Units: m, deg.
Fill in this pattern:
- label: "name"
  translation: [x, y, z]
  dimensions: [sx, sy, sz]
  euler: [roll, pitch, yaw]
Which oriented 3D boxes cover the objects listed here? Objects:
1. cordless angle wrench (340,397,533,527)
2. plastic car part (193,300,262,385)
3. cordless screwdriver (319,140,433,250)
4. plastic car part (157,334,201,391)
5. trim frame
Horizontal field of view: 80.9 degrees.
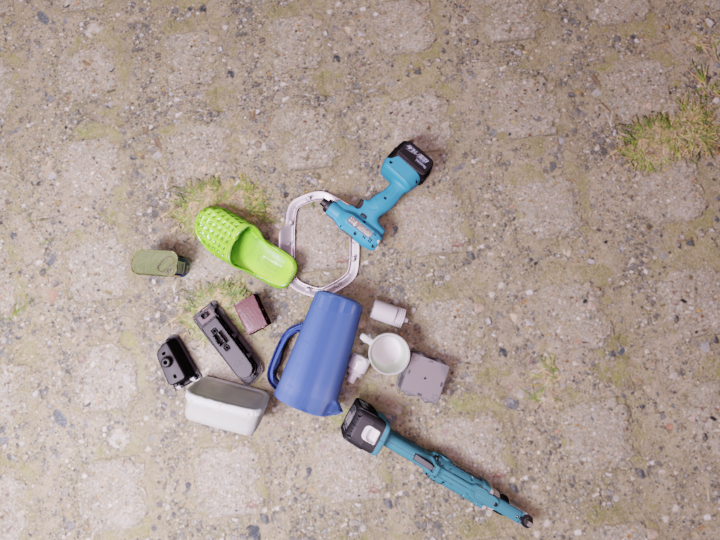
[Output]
- label: "cordless angle wrench"
  translation: [0.161, 0.408, 0.873]
  dimensions: [0.424, 0.097, 0.074]
  euler: [30, 85, 1]
- label: "plastic car part"
  translation: [-0.292, 0.163, 0.936]
  dimensions: [0.066, 0.067, 0.205]
  euler: [-39, 86, -11]
- label: "cordless screwdriver"
  translation: [0.037, -0.184, 0.952]
  dimensions: [0.161, 0.074, 0.248]
  euler: [38, 82, 5]
- label: "plastic car part"
  translation: [-0.412, 0.204, 0.928]
  dimensions: [0.066, 0.071, 0.117]
  euler: [-29, 87, -5]
- label: "trim frame"
  translation: [-0.095, -0.062, 0.973]
  dimensions: [0.185, 0.027, 0.250]
  euler: [0, 84, 3]
